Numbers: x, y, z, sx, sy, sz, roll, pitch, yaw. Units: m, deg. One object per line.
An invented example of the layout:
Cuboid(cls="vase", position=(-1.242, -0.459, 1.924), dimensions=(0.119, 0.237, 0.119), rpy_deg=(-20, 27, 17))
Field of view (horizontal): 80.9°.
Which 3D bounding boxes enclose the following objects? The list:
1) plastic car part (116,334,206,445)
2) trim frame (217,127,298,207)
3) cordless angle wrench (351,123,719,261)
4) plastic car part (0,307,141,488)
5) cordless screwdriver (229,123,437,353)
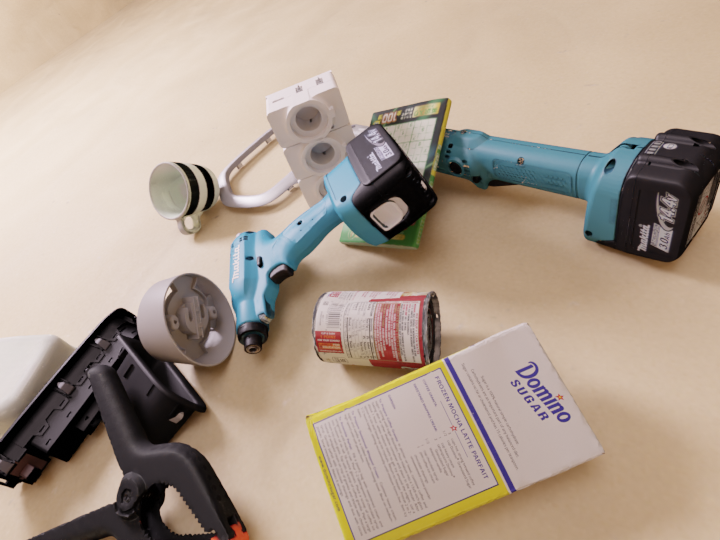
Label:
Cuboid(cls="plastic car part", position=(-0.217, 0.130, 0.430), dimensions=(0.123, 0.062, 0.071), rpy_deg=(33, 83, 37))
Cuboid(cls="trim frame", position=(-0.129, -0.184, 0.690), dimensions=(0.195, 0.026, 0.247), rpy_deg=(21, 60, 38))
Cuboid(cls="cordless angle wrench", position=(0.127, -0.130, 0.485), dimensions=(0.073, 0.093, 0.448), rpy_deg=(-41, 43, -21))
Cuboid(cls="plastic car part", position=(-0.299, 0.131, 0.458), dimensions=(0.069, 0.063, 0.205), rpy_deg=(8, 53, 17))
Cuboid(cls="cordless screwdriver", position=(-0.043, -0.028, 0.443), dimensions=(0.252, 0.070, 0.166), rpy_deg=(-33, 43, 20))
